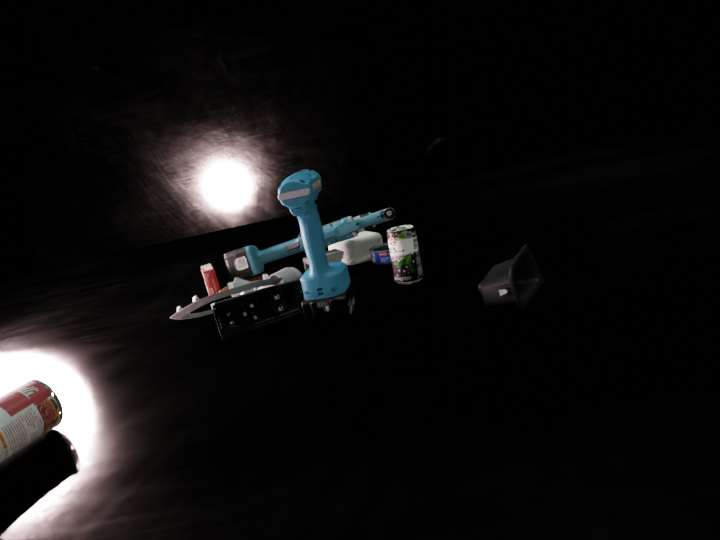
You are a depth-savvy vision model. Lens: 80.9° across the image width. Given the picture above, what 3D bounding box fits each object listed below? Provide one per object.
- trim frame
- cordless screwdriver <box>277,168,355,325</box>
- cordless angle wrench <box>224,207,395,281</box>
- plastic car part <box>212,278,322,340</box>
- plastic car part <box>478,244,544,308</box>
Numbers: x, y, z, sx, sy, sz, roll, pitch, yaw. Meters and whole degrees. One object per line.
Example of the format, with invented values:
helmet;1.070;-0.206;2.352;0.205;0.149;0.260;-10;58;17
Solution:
trim frame;-0.253;0.052;0.799;0.176;0.028;0.255;-12;-10;-44
cordless screwdriver;-0.069;-0.045;0.705;0.076;0.243;0.160;-10;16;10
cordless angle wrench;-0.120;-0.072;1.023;0.428;0.074;0.097;-18;2;10
plastic car part;-0.156;0.065;0.757;0.199;0.068;0.067;-18;-13;-17
plastic car part;0.214;0.017;0.624;0.073;0.066;0.113;-22;6;45
